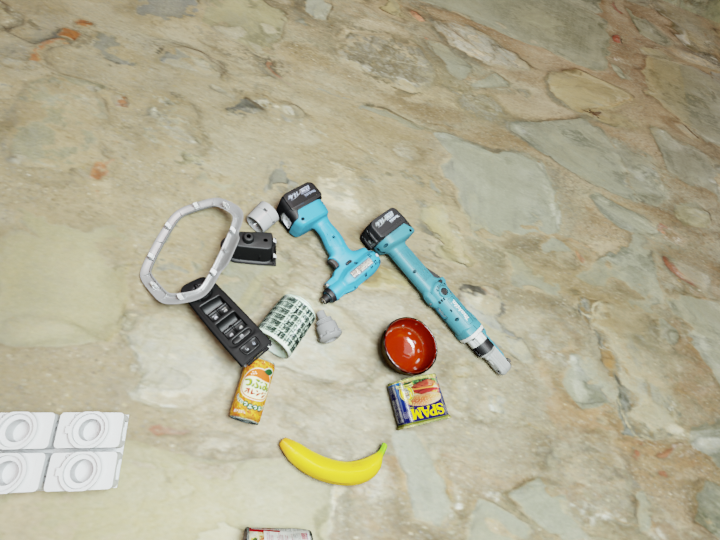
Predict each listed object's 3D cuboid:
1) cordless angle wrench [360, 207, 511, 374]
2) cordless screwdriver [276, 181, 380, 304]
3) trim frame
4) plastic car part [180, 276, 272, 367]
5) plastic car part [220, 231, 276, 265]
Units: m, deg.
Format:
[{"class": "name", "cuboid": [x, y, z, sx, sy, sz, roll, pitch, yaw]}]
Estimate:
[{"class": "cordless angle wrench", "cuboid": [0.169, 0.051, 0.921, 0.096, 0.074, 0.431, -35, 79, -28]}, {"class": "cordless screwdriver", "cuboid": [-0.088, -0.058, 0.902, 0.157, 0.074, 0.252, -38, 83, -28]}, {"class": "trim frame", "cuboid": [-0.323, -0.047, 0.819, 0.189, 0.026, 0.252, 8, 58, 15]}, {"class": "plastic car part", "cuboid": [-0.247, 0.090, 0.772, 0.065, 0.065, 0.210, -41, 70, -20]}, {"class": "plastic car part", "cuboid": [-0.224, -0.054, 0.862, 0.113, 0.071, 0.068, 4, 63, -18]}]
